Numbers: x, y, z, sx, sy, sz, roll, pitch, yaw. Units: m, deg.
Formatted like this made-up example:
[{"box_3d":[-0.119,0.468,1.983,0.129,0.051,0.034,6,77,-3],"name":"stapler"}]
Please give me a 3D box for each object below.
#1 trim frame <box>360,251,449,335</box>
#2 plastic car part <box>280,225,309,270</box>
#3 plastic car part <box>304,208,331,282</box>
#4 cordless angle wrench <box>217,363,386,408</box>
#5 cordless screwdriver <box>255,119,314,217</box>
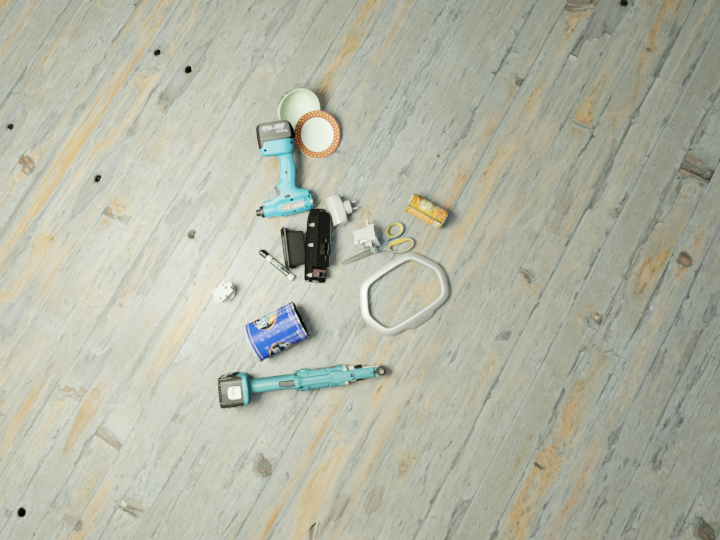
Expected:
[{"box_3d":[0.113,0.063,1.119,0.248,0.027,0.187,-34,82,-3],"name":"trim frame"},{"box_3d":[-0.174,-0.061,1.136,0.069,0.067,0.117,-10,87,-15],"name":"plastic car part"},{"box_3d":[-0.109,-0.072,1.120,0.064,0.069,0.205,5,77,-27],"name":"plastic car part"},{"box_3d":[-0.145,0.280,1.081,0.421,0.097,0.075,-7,86,-2],"name":"cordless angle wrench"},{"box_3d":[-0.227,-0.266,1.127,0.159,0.075,0.244,-13,102,1],"name":"cordless screwdriver"}]
